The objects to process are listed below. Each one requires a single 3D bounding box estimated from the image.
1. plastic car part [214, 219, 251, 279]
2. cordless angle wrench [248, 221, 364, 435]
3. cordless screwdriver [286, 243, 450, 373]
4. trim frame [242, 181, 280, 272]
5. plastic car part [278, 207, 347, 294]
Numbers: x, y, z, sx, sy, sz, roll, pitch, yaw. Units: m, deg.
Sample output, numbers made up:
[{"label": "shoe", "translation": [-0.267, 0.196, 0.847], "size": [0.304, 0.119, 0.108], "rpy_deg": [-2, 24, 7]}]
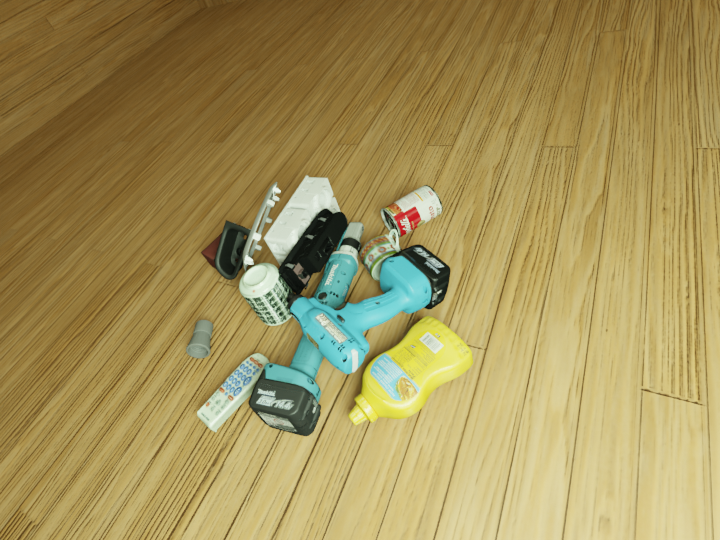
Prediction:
[{"label": "plastic car part", "translation": [-0.264, -0.044, 0.904], "size": [0.067, 0.116, 0.070], "rpy_deg": [22, 12, 7]}, {"label": "cordless angle wrench", "translation": [-0.061, 0.063, 0.745], "size": [0.102, 0.071, 0.427], "rpy_deg": [1, 48, 24]}, {"label": "cordless screwdriver", "translation": [0.014, 0.040, 0.680], "size": [0.244, 0.072, 0.168], "rpy_deg": [-31, 51, -26]}, {"label": "trim frame", "translation": [-0.197, -0.080, 0.836], "size": [0.185, 0.027, 0.252], "rpy_deg": [-69, 13, -8]}, {"label": "plastic car part", "translation": [-0.079, -0.051, 0.805], "size": [0.069, 0.064, 0.204], "rpy_deg": [-23, 30, 40]}]
